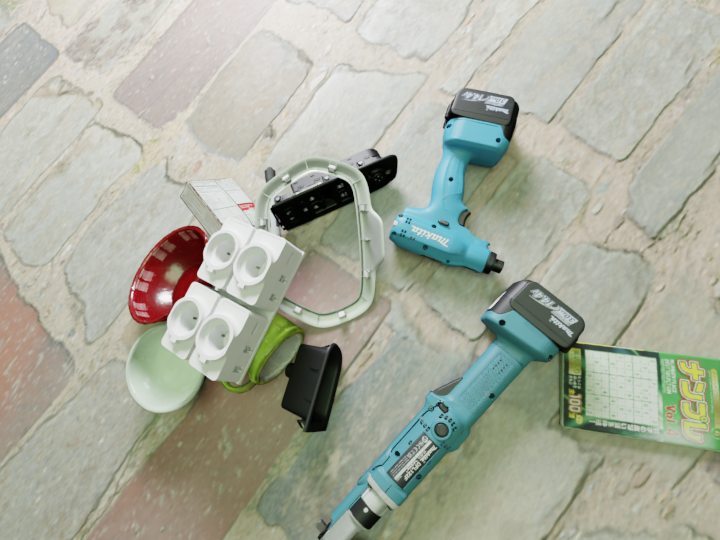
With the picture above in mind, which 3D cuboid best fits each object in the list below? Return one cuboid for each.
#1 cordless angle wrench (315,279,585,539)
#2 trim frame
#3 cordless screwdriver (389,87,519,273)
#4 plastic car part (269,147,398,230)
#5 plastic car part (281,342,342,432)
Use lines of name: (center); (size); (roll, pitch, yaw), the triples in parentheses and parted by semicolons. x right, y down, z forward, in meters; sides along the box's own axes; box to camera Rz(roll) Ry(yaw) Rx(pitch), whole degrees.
cordless angle wrench: (0.101, 0.195, 0.536); (0.101, 0.072, 0.422); (42, 88, 15)
trim frame: (-0.059, -0.039, 0.607); (0.184, 0.027, 0.247); (-3, 93, 1)
cordless screwdriver: (0.160, -0.124, 0.606); (0.164, 0.072, 0.249); (22, 85, 14)
plastic car part: (-0.040, -0.132, 0.653); (0.204, 0.063, 0.070); (-20, 49, 6)
plastic car part: (-0.073, 0.154, 0.586); (0.074, 0.063, 0.118); (6, 74, 24)
